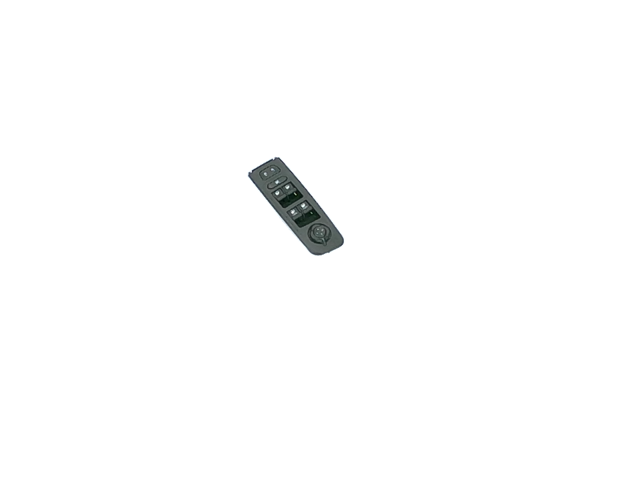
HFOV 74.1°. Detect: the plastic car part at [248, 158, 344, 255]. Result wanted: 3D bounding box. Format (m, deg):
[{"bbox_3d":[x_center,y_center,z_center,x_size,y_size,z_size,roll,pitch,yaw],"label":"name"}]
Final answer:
[{"bbox_3d":[-0.042,-0.046,0.727,0.066,0.203,0.067,-31,-24,-25],"label":"plastic car part"}]
